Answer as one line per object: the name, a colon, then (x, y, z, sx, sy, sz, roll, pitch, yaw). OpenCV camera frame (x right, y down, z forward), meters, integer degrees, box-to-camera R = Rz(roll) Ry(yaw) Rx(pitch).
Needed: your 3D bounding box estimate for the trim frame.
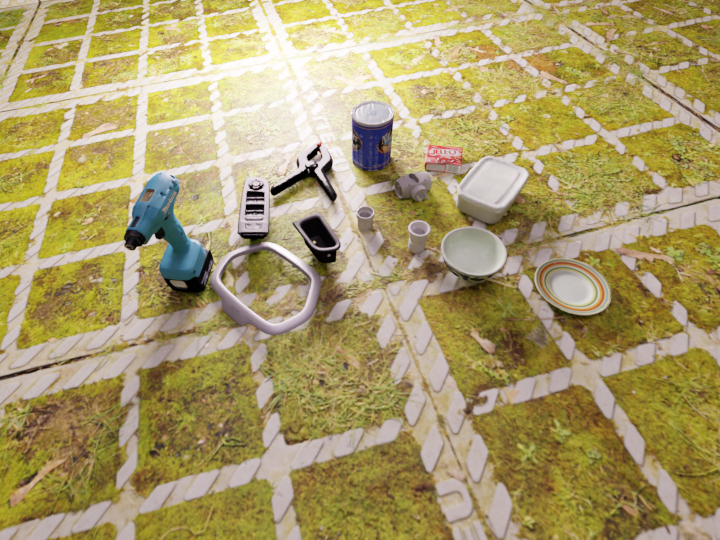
trim frame: (-0.193, 0.030, 0.853, 0.260, 0.026, 0.182, 33, 61, 26)

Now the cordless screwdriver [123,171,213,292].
cordless screwdriver: (-0.355, -0.041, 0.786, 0.075, 0.240, 0.163, 5, 52, 3)

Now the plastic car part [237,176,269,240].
plastic car part: (-0.238, -0.139, 0.966, 0.066, 0.065, 0.210, -7, 52, -3)

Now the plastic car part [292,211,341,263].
plastic car part: (-0.087, -0.057, 0.886, 0.065, 0.068, 0.122, -24, 54, -16)
